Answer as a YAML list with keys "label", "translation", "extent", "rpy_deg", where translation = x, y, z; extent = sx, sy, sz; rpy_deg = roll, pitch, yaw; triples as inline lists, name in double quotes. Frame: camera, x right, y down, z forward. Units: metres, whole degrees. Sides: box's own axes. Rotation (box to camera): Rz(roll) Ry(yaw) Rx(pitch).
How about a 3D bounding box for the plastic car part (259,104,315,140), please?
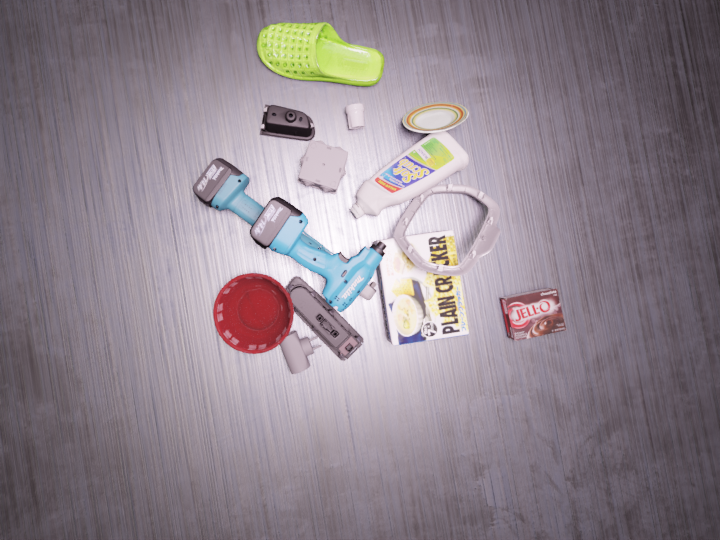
- label: "plastic car part"
  translation: [-0.150, -0.311, 0.874]
  extent: [0.117, 0.071, 0.066]
  rpy_deg: [10, 91, 0]

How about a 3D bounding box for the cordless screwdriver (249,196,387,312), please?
- label: "cordless screwdriver"
  translation: [-0.079, -0.052, 0.809]
  extent: [0.244, 0.076, 0.159]
  rpy_deg: [39, 89, -9]

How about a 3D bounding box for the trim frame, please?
- label: "trim frame"
  translation: [0.178, -0.091, 0.841]
  extent: [0.191, 0.027, 0.247]
  rpy_deg: [25, 58, 19]

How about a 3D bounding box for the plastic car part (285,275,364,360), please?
- label: "plastic car part"
  translation: [-0.083, 0.100, 0.870]
  extent: [0.066, 0.066, 0.204]
  rpy_deg: [-44, 88, 4]

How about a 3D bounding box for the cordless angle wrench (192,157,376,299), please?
- label: "cordless angle wrench"
  translation: [-0.145, -0.069, 0.869]
  extent: [0.420, 0.075, 0.098]
  rpy_deg: [36, 88, -3]
